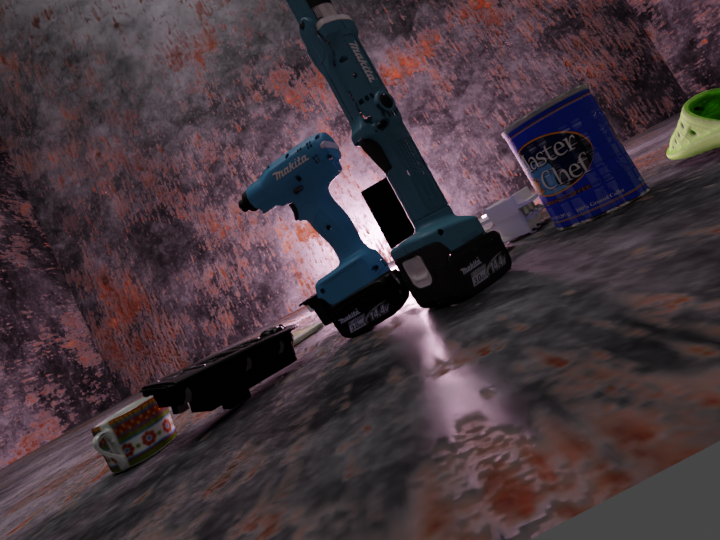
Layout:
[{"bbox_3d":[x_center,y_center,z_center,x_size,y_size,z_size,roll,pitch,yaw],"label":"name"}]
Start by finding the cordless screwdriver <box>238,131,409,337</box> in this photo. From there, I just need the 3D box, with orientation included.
[{"bbox_3d":[-0.054,-0.035,0.553,0.162,0.251,0.072,-29,-5,24],"label":"cordless screwdriver"}]

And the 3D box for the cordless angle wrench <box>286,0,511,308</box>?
[{"bbox_3d":[0.013,-0.167,0.460,0.095,0.426,0.076,-25,-6,-32],"label":"cordless angle wrench"}]

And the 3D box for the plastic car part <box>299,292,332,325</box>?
[{"bbox_3d":[-0.042,0.056,0.726,0.067,0.071,0.113,-29,-1,24],"label":"plastic car part"}]

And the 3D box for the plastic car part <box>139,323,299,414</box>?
[{"bbox_3d":[-0.137,0.112,0.485,0.068,0.067,0.197,-29,-1,36],"label":"plastic car part"}]
